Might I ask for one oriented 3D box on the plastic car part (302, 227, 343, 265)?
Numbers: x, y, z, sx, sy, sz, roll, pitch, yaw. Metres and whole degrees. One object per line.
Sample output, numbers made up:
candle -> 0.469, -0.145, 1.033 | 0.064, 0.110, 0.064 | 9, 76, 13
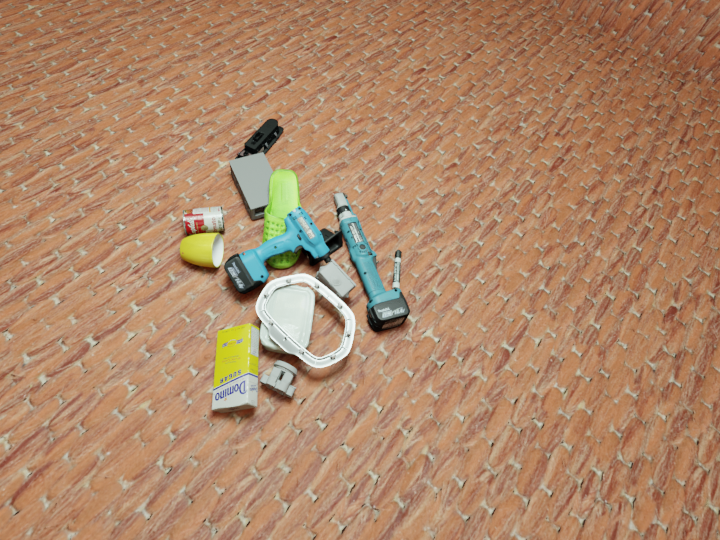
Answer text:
plastic car part -> -0.112, -0.073, 1.143 | 0.115, 0.063, 0.075 | -35, 55, -21

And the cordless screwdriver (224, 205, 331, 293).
cordless screwdriver -> -0.203, -0.028, 1.050 | 0.248, 0.075, 0.158 | -36, 95, -6

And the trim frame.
trim frame -> -0.125, 0.108, 0.973 | 0.256, 0.027, 0.182 | 40, 63, 15

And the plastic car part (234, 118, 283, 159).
plastic car part -> -0.314, -0.411, 1.325 | 0.068, 0.065, 0.203 | 23, 56, 13

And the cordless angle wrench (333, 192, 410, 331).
cordless angle wrench -> 0.003, -0.047, 1.132 | 0.096, 0.073, 0.441 | -13, 59, -16
